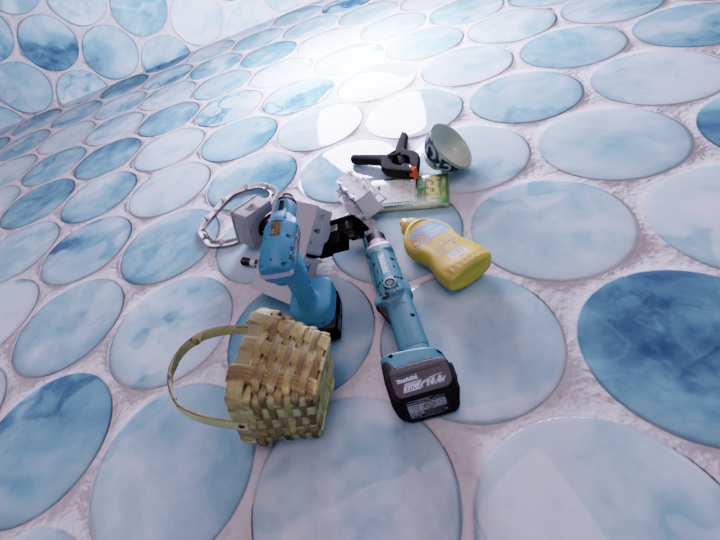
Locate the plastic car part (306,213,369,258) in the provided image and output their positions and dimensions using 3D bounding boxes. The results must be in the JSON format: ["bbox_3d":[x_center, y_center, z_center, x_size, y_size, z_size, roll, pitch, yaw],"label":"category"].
[{"bbox_3d":[-0.084,-0.055,0.860,0.211,0.063,0.068,-9,70,32],"label":"plastic car part"}]

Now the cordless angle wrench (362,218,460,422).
[{"bbox_3d":[0.055,0.040,0.730,0.099,0.071,0.440,-20,42,5],"label":"cordless angle wrench"}]

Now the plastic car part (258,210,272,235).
[{"bbox_3d":[-0.170,-0.099,0.939,0.072,0.065,0.116,25,32,6],"label":"plastic car part"}]

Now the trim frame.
[{"bbox_3d":[-0.313,-0.151,1.081,0.193,0.026,0.248,10,51,27],"label":"trim frame"}]

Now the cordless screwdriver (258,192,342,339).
[{"bbox_3d":[-0.094,0.003,0.694,0.076,0.237,0.164,-9,50,10],"label":"cordless screwdriver"}]
